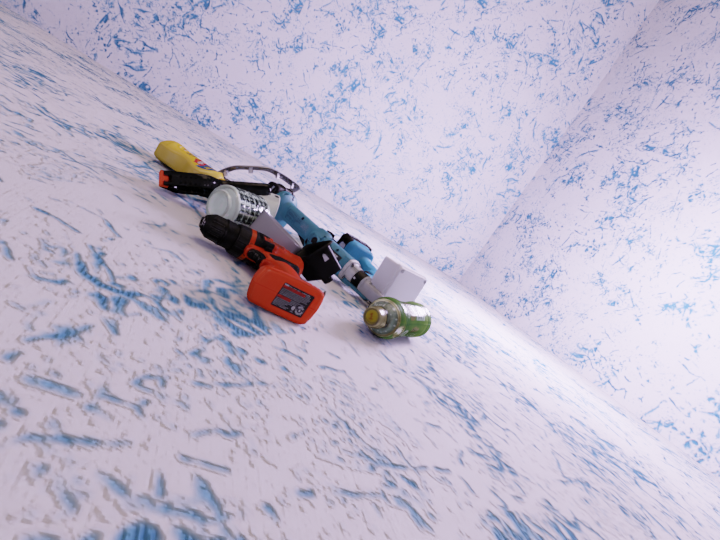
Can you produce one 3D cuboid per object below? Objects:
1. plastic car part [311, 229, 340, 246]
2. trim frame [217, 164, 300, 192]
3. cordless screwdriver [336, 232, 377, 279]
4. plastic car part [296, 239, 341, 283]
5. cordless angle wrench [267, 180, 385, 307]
[{"bbox_3d":[-0.087,-0.064,1.100,0.063,0.067,0.211,36,9,-27],"label":"plastic car part"},{"bbox_3d":[-0.267,-0.227,1.111,0.190,0.028,0.238,-2,-7,21],"label":"trim frame"},{"bbox_3d":[-0.001,-0.012,1.074,0.151,0.074,0.262,26,15,-36],"label":"cordless screwdriver"},{"bbox_3d":[-0.077,-0.009,0.754,0.121,0.065,0.069,-2,-56,58],"label":"plastic car part"},{"bbox_3d":[-0.095,-0.062,0.972,0.446,0.098,0.070,42,9,32],"label":"cordless angle wrench"}]
